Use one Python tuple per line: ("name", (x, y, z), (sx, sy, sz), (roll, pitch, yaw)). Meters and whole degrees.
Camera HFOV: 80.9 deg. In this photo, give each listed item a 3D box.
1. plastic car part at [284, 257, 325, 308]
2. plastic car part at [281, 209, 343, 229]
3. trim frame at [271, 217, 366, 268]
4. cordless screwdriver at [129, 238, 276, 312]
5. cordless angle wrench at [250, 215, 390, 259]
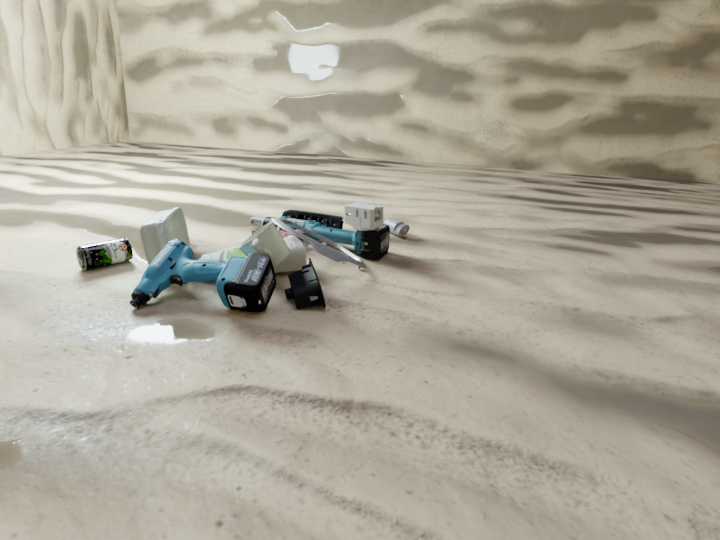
("plastic car part", (-0.112, 0.035, 0.821), (0.071, 0.064, 0.121), (-15, 27, -5))
("plastic car part", (-0.140, -0.140, 1.239), (0.210, 0.066, 0.065), (11, 12, 20))
("trim frame", (-0.095, -0.062, 0.976), (0.239, 0.027, 0.191), (27, 6, -21))
("cordless screwdriver", (-0.292, 0.024, 0.785), (0.256, 0.071, 0.160), (9, 46, 16))
("cordless angle wrench", (-0.132, -0.110, 1.159), (0.442, 0.073, 0.095), (11, 23, 27))
